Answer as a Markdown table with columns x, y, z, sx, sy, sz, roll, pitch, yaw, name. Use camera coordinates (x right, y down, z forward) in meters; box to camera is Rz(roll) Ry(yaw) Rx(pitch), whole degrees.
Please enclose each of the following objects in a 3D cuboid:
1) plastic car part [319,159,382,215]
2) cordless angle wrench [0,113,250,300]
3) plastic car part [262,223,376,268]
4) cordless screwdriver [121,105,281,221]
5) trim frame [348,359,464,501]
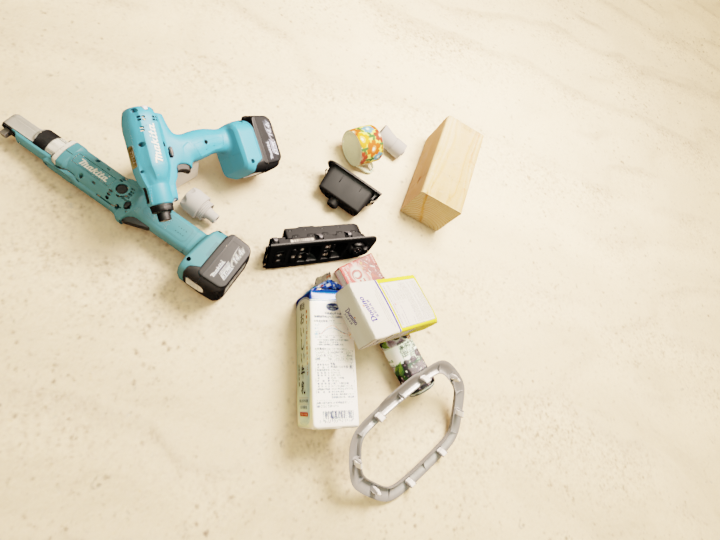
| x | y | z | sx | sy | sz | roll | pitch | yaw | name |
| --- | --- | --- | --- | --- | --- | --- | --- | --- | --- |
| -0.030 | -0.144 | 0.794 | 0.116 | 0.066 | 0.071 | 32 | 77 | -3 | plastic car part |
| -0.366 | -0.111 | 0.654 | 0.422 | 0.074 | 0.098 | 35 | 62 | -1 | cordless angle wrench |
| -0.072 | -0.047 | 0.741 | 0.197 | 0.065 | 0.070 | -4 | 47 | -20 | plastic car part |
| -0.237 | -0.169 | 0.666 | 0.240 | 0.077 | 0.158 | -20 | 97 | -50 | cordless screwdriver |
| 0.082 | 0.247 | 0.654 | 0.243 | 0.029 | 0.179 | -29 | 111 | -25 | trim frame |
